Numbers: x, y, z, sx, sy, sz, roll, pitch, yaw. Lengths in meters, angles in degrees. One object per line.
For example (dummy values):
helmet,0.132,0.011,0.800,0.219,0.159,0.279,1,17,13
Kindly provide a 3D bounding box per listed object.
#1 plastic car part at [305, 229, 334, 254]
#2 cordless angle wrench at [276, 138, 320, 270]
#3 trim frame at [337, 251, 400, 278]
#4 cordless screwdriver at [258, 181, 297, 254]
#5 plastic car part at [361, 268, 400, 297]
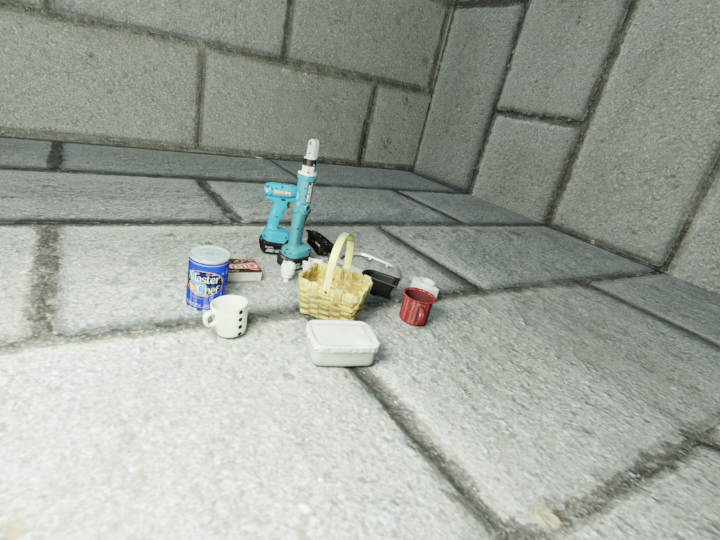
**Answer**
plastic car part,-0.153,-0.100,1.560,0.064,0.066,0.213,1,25,-26
cordless angle wrench,-0.184,-0.204,1.337,0.078,0.417,0.094,27,25,33
trim frame,0.025,-0.016,1.495,0.261,0.027,0.178,24,26,29
cordless screwdriver,-0.265,-0.178,1.462,0.154,0.245,0.078,5,23,-19
plastic car part,0.055,0.046,1.308,0.119,0.070,0.065,16,22,11
